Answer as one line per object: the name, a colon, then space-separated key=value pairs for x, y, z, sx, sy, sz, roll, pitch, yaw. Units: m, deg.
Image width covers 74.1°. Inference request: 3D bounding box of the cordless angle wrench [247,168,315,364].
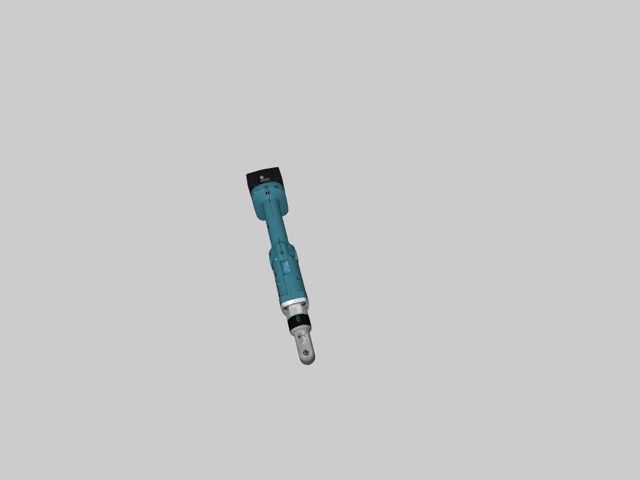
cordless angle wrench: x=-0.072 y=0.037 z=0.831 sx=0.074 sy=0.421 sz=0.098 roll=-14 pitch=-33 yaw=-5
